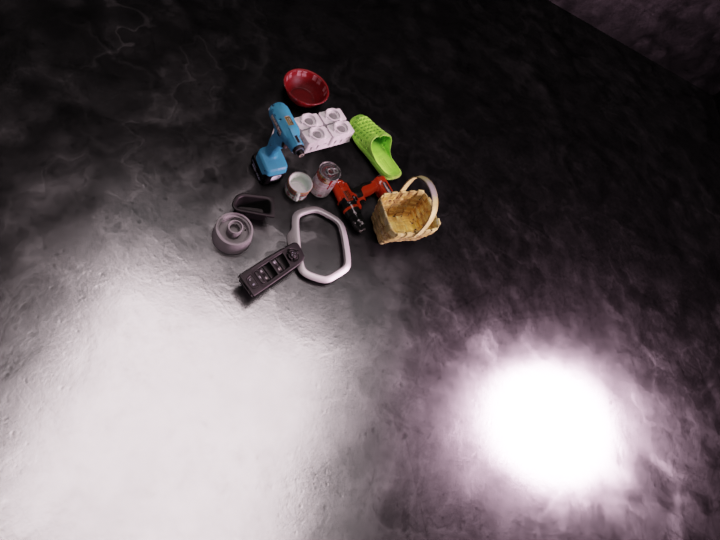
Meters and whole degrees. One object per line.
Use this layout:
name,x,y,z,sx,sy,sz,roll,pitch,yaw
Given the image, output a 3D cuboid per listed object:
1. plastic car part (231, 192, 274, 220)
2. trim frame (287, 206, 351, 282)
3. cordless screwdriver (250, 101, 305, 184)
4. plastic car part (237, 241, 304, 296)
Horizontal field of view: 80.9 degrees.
plastic car part,-0.301,-0.169,1.167,0.113,0.071,0.068,5,64,-21
trim frame,-0.119,-0.078,1.218,0.178,0.028,0.256,0,64,-21
cordless screwdriver,-0.225,-0.321,1.169,0.072,0.251,0.163,-19,76,-31
plastic car part,-0.230,-0.002,1.111,0.199,0.067,0.067,-38,85,-32
